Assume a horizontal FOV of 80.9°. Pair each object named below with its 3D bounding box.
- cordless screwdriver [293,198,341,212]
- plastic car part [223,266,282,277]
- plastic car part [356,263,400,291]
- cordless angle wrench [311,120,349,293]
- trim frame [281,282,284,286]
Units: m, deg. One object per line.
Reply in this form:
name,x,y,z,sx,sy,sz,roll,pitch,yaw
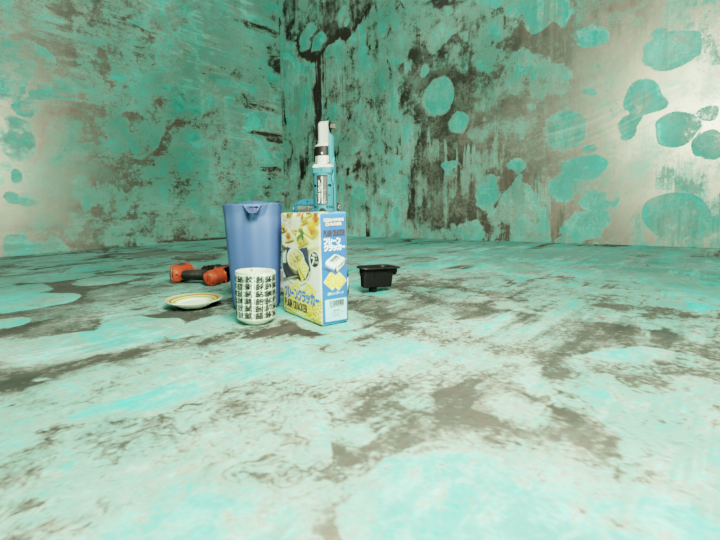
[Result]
cordless screwdriver,-0.115,-0.075,1.175,0.167,0.247,0.071,4,7,41
plastic car part,-0.301,0.014,1.225,0.069,0.066,0.195,3,9,30
plastic car part,0.039,0.020,1.106,0.112,0.070,0.069,-6,8,-33
cordless angle wrench,-0.082,-0.137,0.999,0.100,0.420,0.073,0,5,11
trim frame,-0.158,0.033,1.199,0.242,0.027,0.190,-4,9,-18
